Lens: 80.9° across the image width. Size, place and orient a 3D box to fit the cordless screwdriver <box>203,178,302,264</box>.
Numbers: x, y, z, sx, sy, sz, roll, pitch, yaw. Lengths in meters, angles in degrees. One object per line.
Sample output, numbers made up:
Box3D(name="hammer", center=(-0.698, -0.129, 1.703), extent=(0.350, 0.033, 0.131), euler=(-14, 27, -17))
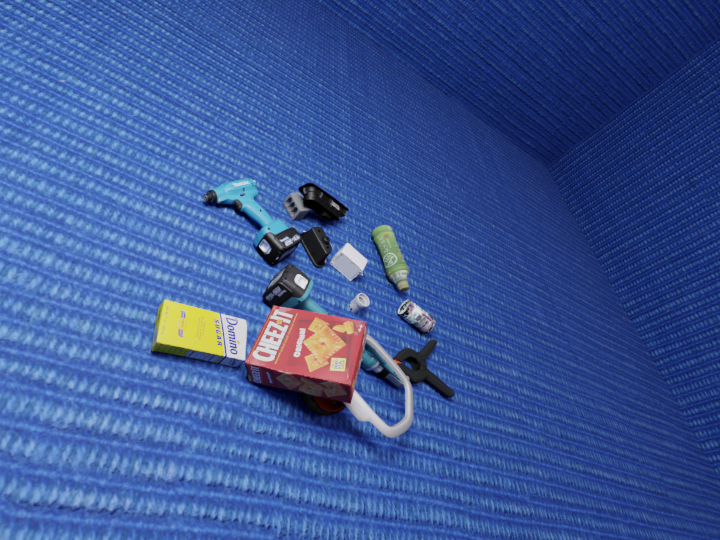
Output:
Box3D(name="cordless screwdriver", center=(-0.275, -0.129, 1.074), extent=(0.255, 0.075, 0.154), euler=(49, 38, 12))

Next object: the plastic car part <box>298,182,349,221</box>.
Box3D(name="plastic car part", center=(-0.112, -0.190, 1.236), extent=(0.191, 0.069, 0.068), euler=(37, 56, -51))

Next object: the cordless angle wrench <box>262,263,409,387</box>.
Box3D(name="cordless angle wrench", center=(-0.044, 0.153, 1.019), extent=(0.413, 0.099, 0.075), euler=(41, 38, -12))

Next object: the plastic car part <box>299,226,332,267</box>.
Box3D(name="plastic car part", center=(-0.114, -0.075, 1.169), extent=(0.063, 0.071, 0.121), euler=(-8, 60, -45))

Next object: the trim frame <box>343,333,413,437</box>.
Box3D(name="trim frame", center=(0.026, 0.244, 0.931), extent=(0.250, 0.028, 0.181), euler=(48, 40, 2))
